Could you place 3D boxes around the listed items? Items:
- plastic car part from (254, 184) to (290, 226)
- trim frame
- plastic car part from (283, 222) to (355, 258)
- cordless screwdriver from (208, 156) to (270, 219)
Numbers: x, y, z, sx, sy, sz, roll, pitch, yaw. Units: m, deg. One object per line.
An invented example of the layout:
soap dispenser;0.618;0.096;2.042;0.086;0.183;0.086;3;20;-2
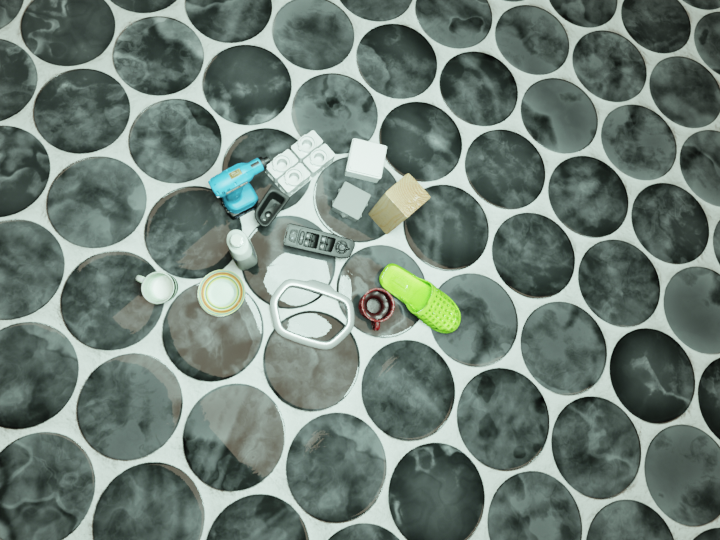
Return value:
plastic car part;-0.262;-0.175;1.222;0.066;0.071;0.116;32;78;-3
trim frame;-0.137;0.119;1.202;0.247;0.027;0.185;17;78;-2
plastic car part;-0.119;-0.078;1.220;0.202;0.067;0.067;12;80;-4
cordless screwdriver;-0.313;-0.224;1.136;0.158;0.250;0.075;-32;89;-12
